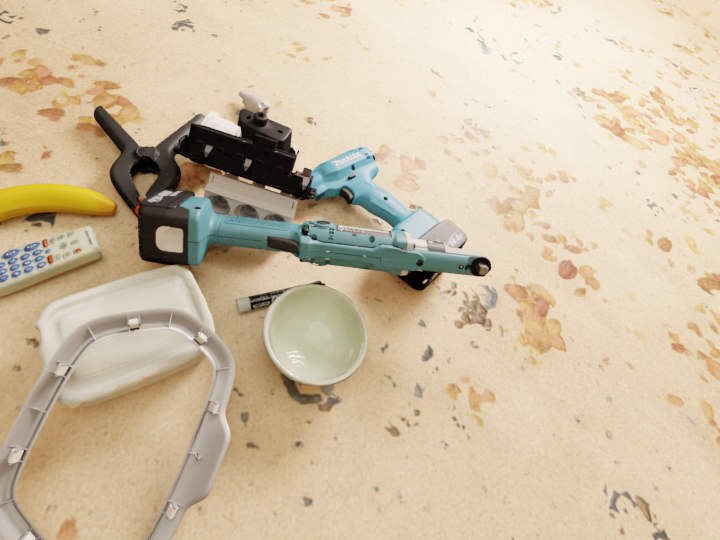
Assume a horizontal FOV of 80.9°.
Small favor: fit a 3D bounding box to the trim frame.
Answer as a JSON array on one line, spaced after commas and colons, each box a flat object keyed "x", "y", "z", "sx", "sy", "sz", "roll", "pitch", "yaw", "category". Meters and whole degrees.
[{"x": -0.217, "y": 0.154, "z": 0.393, "sx": 0.178, "sy": 0.028, "sz": 0.250, "roll": 26, "pitch": 69, "yaw": -18, "category": "trim frame"}]

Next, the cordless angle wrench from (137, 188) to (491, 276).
[{"x": -0.051, "y": -0.034, "z": 0.526, "sx": 0.422, "sy": 0.073, "sz": 0.100, "roll": 7, "pitch": 21, "yaw": -1, "category": "cordless angle wrench"}]

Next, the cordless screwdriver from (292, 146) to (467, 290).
[{"x": 0.019, "y": -0.079, "z": 0.629, "sx": 0.156, "sy": 0.073, "sz": 0.259, "roll": -30, "pitch": 65, "yaw": -28, "category": "cordless screwdriver"}]

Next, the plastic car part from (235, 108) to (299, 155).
[{"x": -0.156, "y": -0.217, "z": 0.676, "sx": 0.117, "sy": 0.070, "sz": 0.066, "roll": 28, "pitch": 53, "yaw": 0, "category": "plastic car part"}]

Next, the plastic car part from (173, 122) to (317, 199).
[{"x": -0.153, "y": -0.152, "z": 0.571, "sx": 0.202, "sy": 0.066, "sz": 0.067, "roll": 14, "pitch": 25, "yaw": -2, "category": "plastic car part"}]
